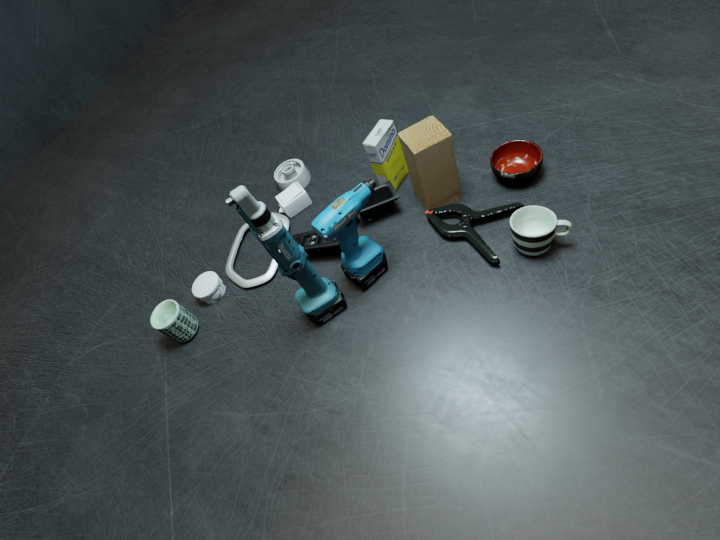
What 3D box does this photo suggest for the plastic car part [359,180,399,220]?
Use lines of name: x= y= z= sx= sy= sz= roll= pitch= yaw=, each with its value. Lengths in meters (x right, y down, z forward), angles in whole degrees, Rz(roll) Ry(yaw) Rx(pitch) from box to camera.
plastic car part: x=0.040 y=-0.167 z=1.085 sx=0.117 sy=0.067 sz=0.069 roll=-25 pitch=51 yaw=5

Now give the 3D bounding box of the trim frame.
trim frame: x=-0.283 y=-0.062 z=1.181 sx=0.191 sy=0.026 sz=0.253 roll=-3 pitch=56 yaw=22

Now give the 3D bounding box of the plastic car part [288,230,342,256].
plastic car part: x=-0.106 y=-0.069 z=1.084 sx=0.209 sy=0.063 sz=0.068 roll=-5 pitch=55 yaw=21

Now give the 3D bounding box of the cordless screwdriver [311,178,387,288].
cordless screwdriver: x=0.000 y=-0.077 z=0.930 sx=0.158 sy=0.236 sz=0.079 roll=-43 pitch=52 yaw=-10

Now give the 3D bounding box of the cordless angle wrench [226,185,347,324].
cordless angle wrench: x=-0.140 y=-0.023 z=0.848 sx=0.098 sy=0.401 sz=0.078 roll=-34 pitch=51 yaw=-4
